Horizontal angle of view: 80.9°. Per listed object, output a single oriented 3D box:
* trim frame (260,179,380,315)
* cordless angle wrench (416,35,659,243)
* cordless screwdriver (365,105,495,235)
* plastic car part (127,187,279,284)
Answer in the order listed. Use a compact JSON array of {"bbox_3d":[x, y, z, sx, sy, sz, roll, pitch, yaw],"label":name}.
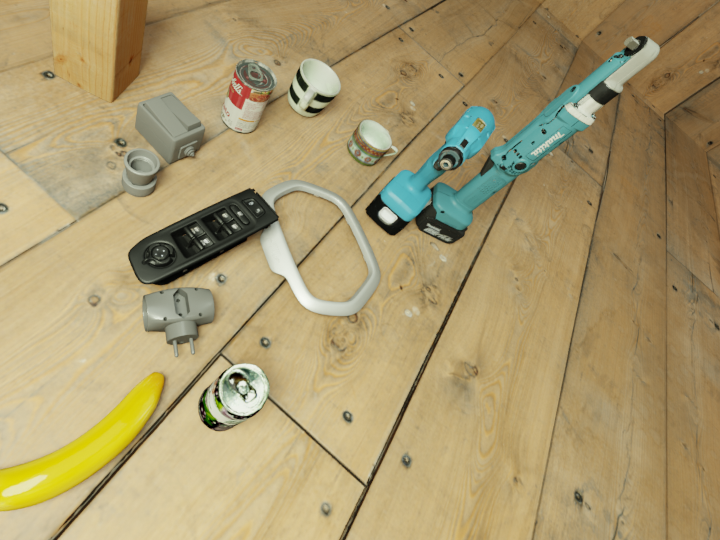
[{"bbox_3d":[-0.065,-0.043,0.668,0.177,0.028,0.256,-12,68,-34],"label":"trim frame"},{"bbox_3d":[0.249,-0.183,0.670,0.095,0.428,0.076,26,53,-18],"label":"cordless angle wrench"},{"bbox_3d":[0.098,-0.143,0.676,0.074,0.252,0.158,43,50,-5],"label":"cordless screwdriver"},{"bbox_3d":[-0.209,-0.041,0.560,0.198,0.068,0.067,-35,84,-39],"label":"plastic car part"}]
